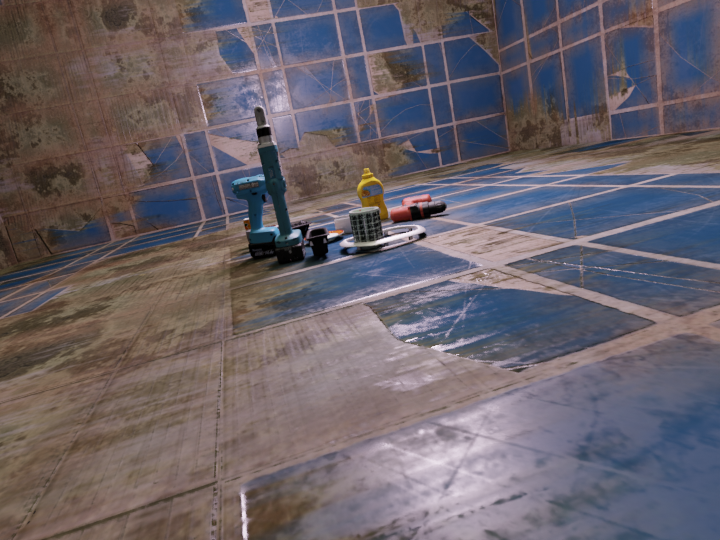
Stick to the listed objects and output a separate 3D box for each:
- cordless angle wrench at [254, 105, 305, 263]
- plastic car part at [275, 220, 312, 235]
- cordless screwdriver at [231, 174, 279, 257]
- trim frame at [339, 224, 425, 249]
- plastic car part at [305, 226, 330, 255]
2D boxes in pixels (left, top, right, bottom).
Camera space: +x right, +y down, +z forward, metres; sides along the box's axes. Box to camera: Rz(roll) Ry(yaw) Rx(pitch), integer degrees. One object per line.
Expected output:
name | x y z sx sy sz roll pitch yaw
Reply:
cordless angle wrench | -0.230 -0.233 1.152 0.075 0.416 0.099 -11 11 2
plastic car part | -0.237 -0.135 1.475 0.069 0.066 0.197 -3 17 33
cordless screwdriver | -0.290 -0.169 1.297 0.160 0.245 0.075 -11 11 4
trim frame | 0.062 -0.091 1.157 0.242 0.027 0.192 -18 16 -22
plastic car part | -0.112 -0.073 1.146 0.066 0.070 0.119 -12 14 -2
